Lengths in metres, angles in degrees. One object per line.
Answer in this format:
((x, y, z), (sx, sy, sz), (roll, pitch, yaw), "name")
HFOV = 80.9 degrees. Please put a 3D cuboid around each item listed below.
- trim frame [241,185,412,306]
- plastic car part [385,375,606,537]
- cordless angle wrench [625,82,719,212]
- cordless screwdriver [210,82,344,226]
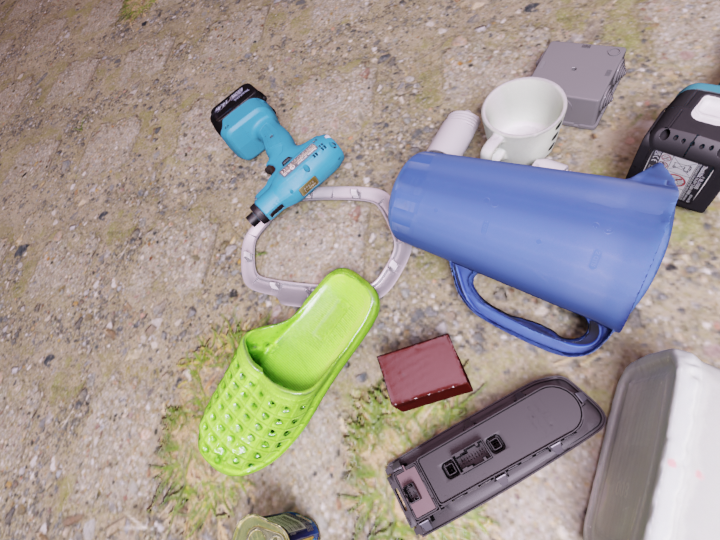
((-0.055, -0.036, 0.567), (0.258, 0.026, 0.186), (4, 68, 23), "trim frame")
((0.117, 0.157, 0.381), (0.203, 0.063, 0.070), (-31, 51, 3), "plastic car part")
((0.431, -0.242, 0.437), (0.078, 0.093, 0.421), (35, 78, 30), "cordless angle wrench")
((-0.153, -0.178, 0.641), (0.159, 0.070, 0.263), (-43, 54, -3), "cordless screwdriver")
